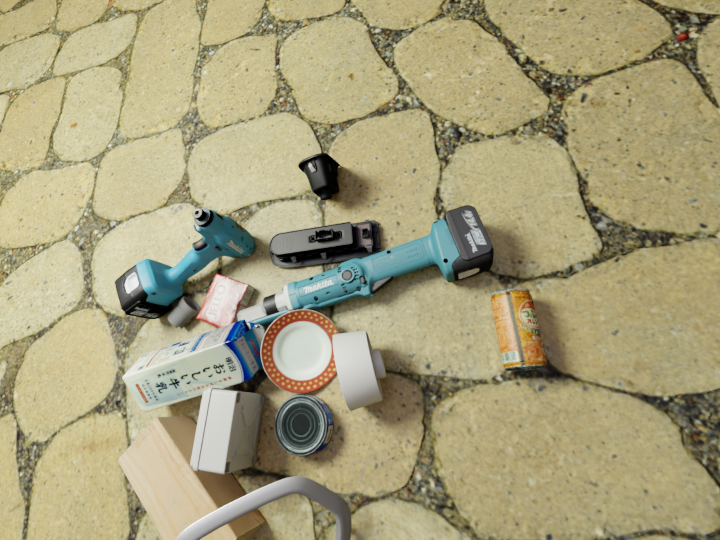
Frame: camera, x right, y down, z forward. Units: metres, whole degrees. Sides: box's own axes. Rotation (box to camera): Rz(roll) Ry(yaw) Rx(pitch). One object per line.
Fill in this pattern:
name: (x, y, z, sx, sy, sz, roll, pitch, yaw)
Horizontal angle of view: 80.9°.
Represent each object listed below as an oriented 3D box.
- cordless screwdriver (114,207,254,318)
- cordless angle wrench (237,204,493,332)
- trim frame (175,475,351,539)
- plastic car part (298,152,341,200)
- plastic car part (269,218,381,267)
cordless screwdriver: (-0.321, -0.016, 0.742, 0.250, 0.152, 0.077, -32, 67, 5)
cordless angle wrench: (-0.012, 0.016, 0.680, 0.429, 0.071, 0.101, -19, 67, 13)
trim frame: (-0.127, 0.361, 0.540, 0.245, 0.028, 0.180, -23, 105, -13)
plastic car part: (-0.068, -0.159, 0.747, 0.067, 0.115, 0.071, -16, 92, 9)
plastic car part: (-0.071, -0.047, 0.728, 0.208, 0.064, 0.067, -9, 77, 17)
